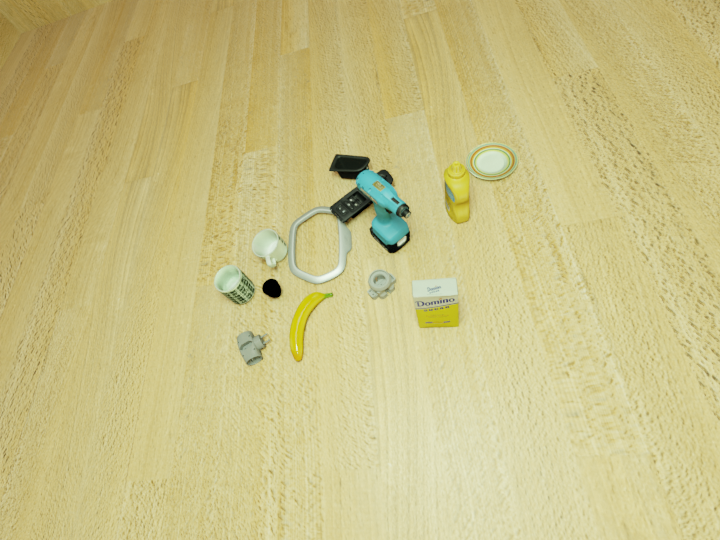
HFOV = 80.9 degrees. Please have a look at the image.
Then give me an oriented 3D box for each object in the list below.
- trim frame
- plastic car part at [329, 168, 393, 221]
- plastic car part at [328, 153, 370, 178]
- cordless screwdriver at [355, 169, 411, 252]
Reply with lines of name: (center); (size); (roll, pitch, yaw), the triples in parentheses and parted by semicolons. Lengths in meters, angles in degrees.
trim frame: (-0.117, -0.076, 1.195); (0.188, 0.026, 0.256); (-10, 60, 13)
plastic car part: (0.012, -0.206, 1.202); (0.202, 0.064, 0.070); (-41, 59, -7)
plastic car part: (-0.024, -0.302, 1.265); (0.121, 0.067, 0.066); (11, 66, 22)
cordless screwdriver: (0.075, -0.126, 1.035); (0.074, 0.237, 0.167); (-39, 60, -8)
